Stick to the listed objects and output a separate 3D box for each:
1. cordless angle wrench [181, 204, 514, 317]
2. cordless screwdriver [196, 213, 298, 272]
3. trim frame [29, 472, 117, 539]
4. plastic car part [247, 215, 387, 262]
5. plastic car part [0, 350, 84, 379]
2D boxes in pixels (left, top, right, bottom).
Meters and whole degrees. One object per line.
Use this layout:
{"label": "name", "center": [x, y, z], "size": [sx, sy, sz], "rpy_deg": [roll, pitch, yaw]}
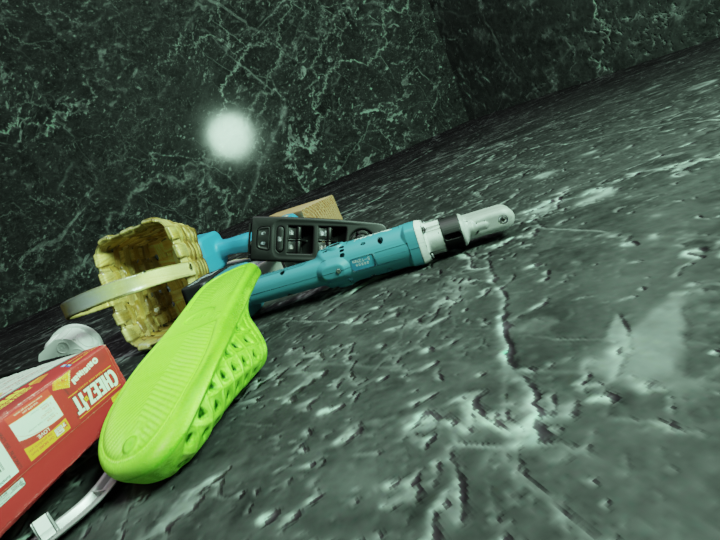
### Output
{"label": "cordless angle wrench", "center": [-0.026, -0.008, 0.539], "size": [0.432, 0.073, 0.097], "rpy_deg": [-16, 12, 16]}
{"label": "cordless screwdriver", "center": [-0.230, -0.038, 0.757], "size": [0.253, 0.073, 0.160], "rpy_deg": [-13, 17, 11]}
{"label": "trim frame", "center": [-0.287, 0.182, 0.359], "size": [0.258, 0.027, 0.182], "rpy_deg": [-11, 20, 32]}
{"label": "plastic car part", "center": [-0.062, -0.040, 0.629], "size": [0.206, 0.067, 0.065], "rpy_deg": [2, -12, 9]}
{"label": "plastic car part", "center": [-0.432, 0.148, 0.601], "size": [0.118, 0.065, 0.071], "rpy_deg": [-17, 14, 11]}
